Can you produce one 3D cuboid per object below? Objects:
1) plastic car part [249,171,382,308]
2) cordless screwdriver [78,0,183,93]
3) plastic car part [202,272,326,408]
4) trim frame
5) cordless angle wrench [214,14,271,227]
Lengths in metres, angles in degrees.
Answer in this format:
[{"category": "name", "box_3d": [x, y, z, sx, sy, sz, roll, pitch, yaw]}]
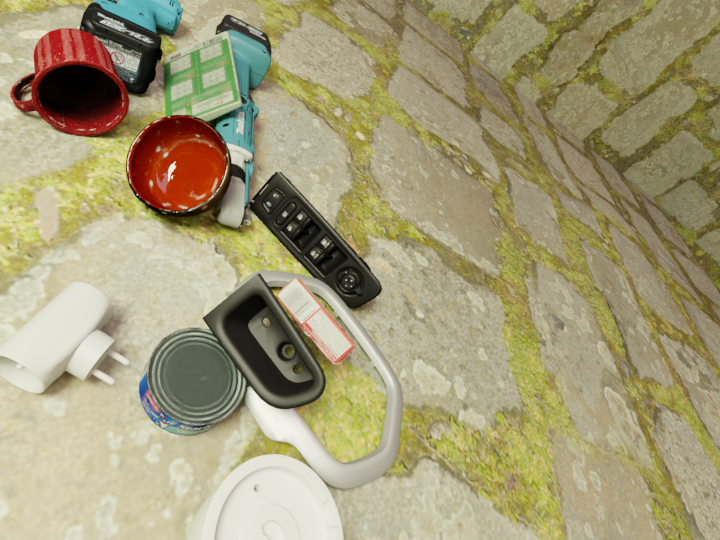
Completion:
[{"category": "plastic car part", "box_3d": [-0.054, -0.036, 0.557, 0.207, 0.067, 0.065, 48, 13, 9]}, {"category": "cordless screwdriver", "box_3d": [-0.350, -0.364, 0.605, 0.152, 0.075, 0.259, 17, 41, -28]}, {"category": "plastic car part", "box_3d": [-0.078, 0.070, 0.392, 0.119, 0.066, 0.069, 51, 1, 10]}, {"category": "trim frame", "box_3d": [-0.047, 0.101, 0.456, 0.254, 0.028, 0.178, 52, 38, 11]}, {"category": "cordless angle wrench", "box_3d": [-0.184, -0.231, 0.623, 0.093, 0.075, 0.438, 15, 48, -30]}]
